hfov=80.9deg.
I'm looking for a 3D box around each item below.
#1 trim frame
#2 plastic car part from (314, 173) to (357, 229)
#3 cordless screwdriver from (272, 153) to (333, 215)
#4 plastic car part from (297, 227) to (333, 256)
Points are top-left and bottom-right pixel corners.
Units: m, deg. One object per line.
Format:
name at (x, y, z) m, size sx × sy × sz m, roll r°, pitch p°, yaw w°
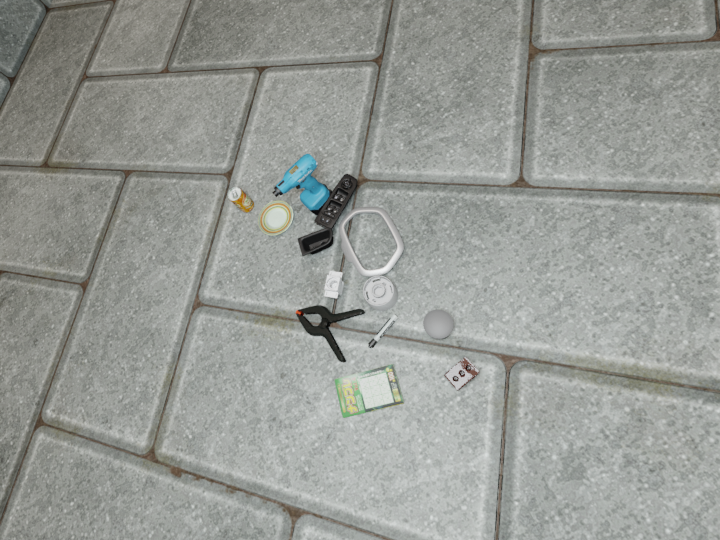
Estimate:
trim frame at (0.028, -0.096, 1.335) m, size 0.185 × 0.026 × 0.258 m, roll -28°, pitch 65°, yaw 6°
plastic car part at (-0.071, -0.221, 1.389) m, size 0.069 × 0.064 × 0.203 m, roll 25°, pitch 80°, yaw 21°
cordless screwdriver at (-0.177, -0.249, 1.336) m, size 0.159 × 0.238 × 0.077 m, roll -43°, pitch 69°, yaw -2°
plastic car part at (-0.133, -0.087, 1.359) m, size 0.118 × 0.068 × 0.068 m, roll -21°, pitch 68°, yaw 9°
